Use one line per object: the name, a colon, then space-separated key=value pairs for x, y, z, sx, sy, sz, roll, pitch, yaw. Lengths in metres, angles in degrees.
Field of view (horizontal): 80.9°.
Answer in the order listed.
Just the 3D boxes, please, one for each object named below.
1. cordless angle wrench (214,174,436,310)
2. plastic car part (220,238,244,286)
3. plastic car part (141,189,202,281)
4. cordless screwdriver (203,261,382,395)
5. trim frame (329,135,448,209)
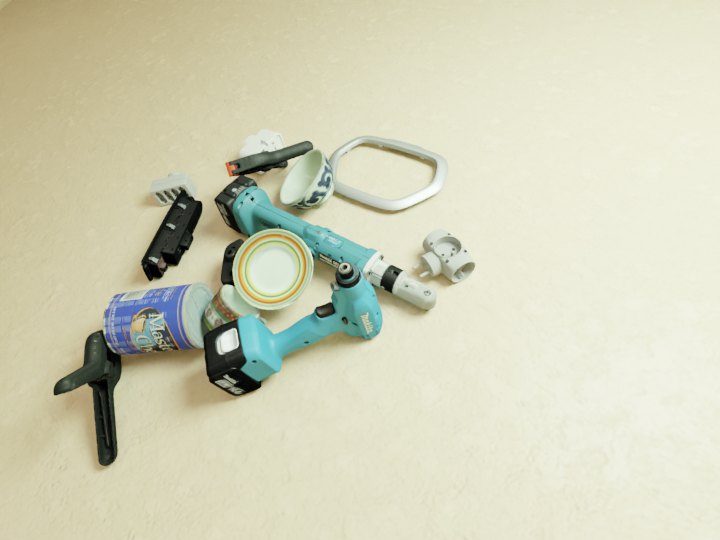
cordless angle wrench: x=-0.069 y=-0.045 z=0.705 sx=0.444 sy=0.094 sz=0.074 roll=27 pitch=61 yaw=27
plastic car part: x=-0.212 y=-0.005 z=0.726 sx=0.066 sy=0.068 sz=0.121 roll=-12 pitch=55 yaw=4
plastic car part: x=-0.359 y=-0.076 z=0.827 sx=0.068 sy=0.064 sz=0.208 roll=2 pitch=54 yaw=4
cordless screwdriver: x=-0.095 y=0.077 z=0.578 sx=0.249 sy=0.152 sz=0.078 roll=-22 pitch=52 yaw=1
trim frame: x=0.045 y=-0.196 z=0.819 sx=0.262 sy=0.026 sz=0.183 roll=24 pitch=65 yaw=31
